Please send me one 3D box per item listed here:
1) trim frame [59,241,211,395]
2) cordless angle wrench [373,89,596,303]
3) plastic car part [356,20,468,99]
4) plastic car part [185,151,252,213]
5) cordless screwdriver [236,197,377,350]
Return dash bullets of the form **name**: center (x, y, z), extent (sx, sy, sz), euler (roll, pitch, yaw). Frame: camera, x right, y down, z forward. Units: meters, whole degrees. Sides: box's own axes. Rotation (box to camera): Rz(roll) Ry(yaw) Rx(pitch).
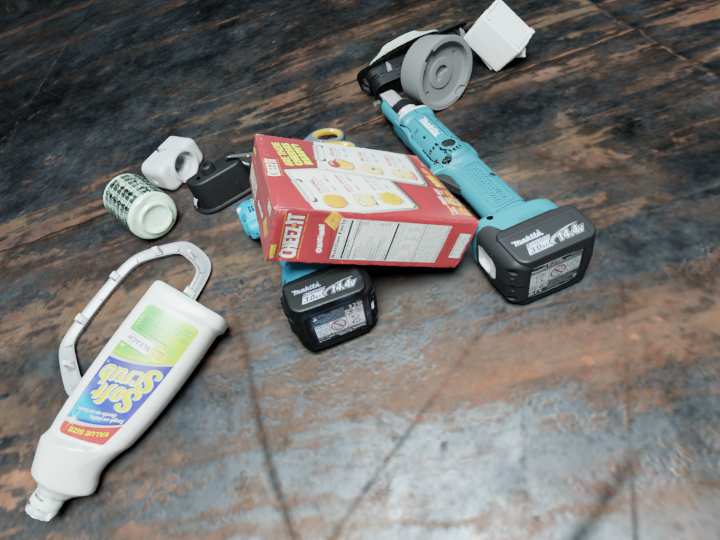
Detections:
- **trim frame**: center (-0.306, 0.055, 0.575), extent (0.192, 0.026, 0.249), euler (12, 57, 25)
- **cordless angle wrench**: center (0.117, -0.145, 0.557), extent (0.098, 0.071, 0.444), euler (-24, 48, -2)
- **plastic car part**: center (0.095, -0.348, 0.730), extent (0.204, 0.064, 0.069), euler (-19, 76, 2)
- **plastic car part**: center (-0.225, -0.146, 0.673), extent (0.115, 0.068, 0.070), euler (-32, 50, -11)
- **cordless screwdriver**: center (-0.052, -0.034, 0.527), extent (0.158, 0.071, 0.262), euler (-24, 46, -10)
